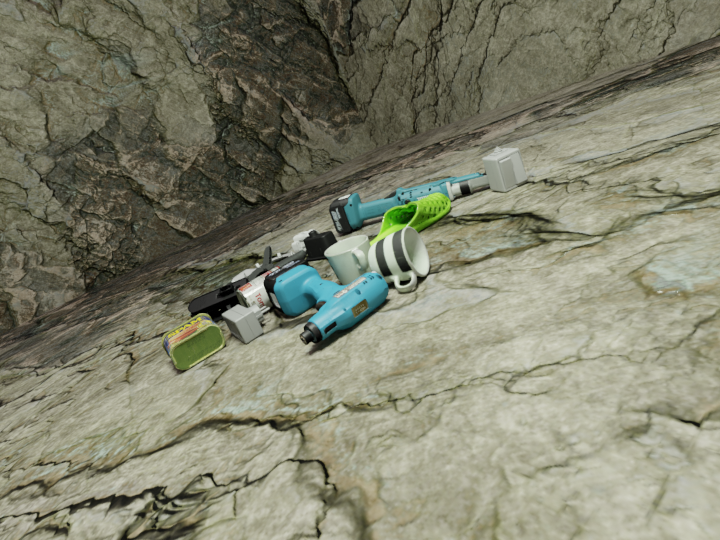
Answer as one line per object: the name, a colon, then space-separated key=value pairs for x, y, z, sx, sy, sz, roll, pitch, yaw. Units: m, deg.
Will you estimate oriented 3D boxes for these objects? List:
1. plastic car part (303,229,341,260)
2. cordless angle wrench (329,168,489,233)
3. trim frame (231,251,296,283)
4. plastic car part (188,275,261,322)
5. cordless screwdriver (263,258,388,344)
plastic car part: x=-0.104 y=-0.068 z=1.062 sx=0.122 sy=0.069 sz=0.065 roll=-5 pitch=23 yaw=40
cordless angle wrench: x=0.125 y=-0.185 z=1.096 sx=0.437 sy=0.095 sz=0.074 roll=-10 pitch=19 yaw=26
trim frame: x=-0.265 y=0.006 z=1.124 sx=0.192 sy=0.027 sz=0.245 roll=-9 pitch=25 yaw=41
plastic car part: x=-0.294 y=0.065 z=0.925 sx=0.205 sy=0.063 sz=0.069 roll=-24 pitch=53 yaw=12
cordless screwdriver: x=-0.088 y=0.050 z=0.715 sx=0.156 sy=0.072 sz=0.261 roll=-34 pitch=24 yaw=-29
